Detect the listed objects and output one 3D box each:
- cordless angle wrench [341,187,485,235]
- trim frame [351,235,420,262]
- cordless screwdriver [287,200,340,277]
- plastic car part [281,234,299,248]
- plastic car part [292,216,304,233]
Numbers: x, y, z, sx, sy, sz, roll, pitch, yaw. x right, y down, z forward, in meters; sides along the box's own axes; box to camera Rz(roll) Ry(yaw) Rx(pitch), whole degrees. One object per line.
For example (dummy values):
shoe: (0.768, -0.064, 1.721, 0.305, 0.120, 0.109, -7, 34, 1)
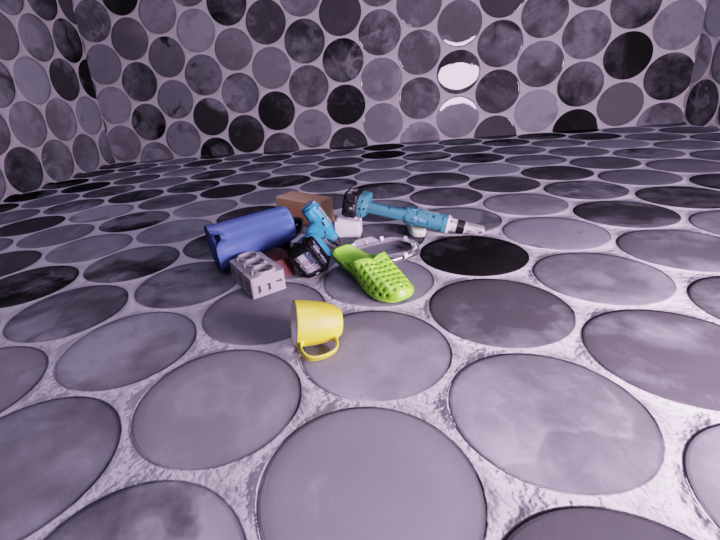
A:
cordless angle wrench: (0.156, -0.165, 1.275, 0.435, 0.073, 0.097, 15, 27, 14)
trim frame: (0.051, -0.057, 1.188, 0.243, 0.027, 0.193, -17, 26, -19)
cordless screwdriver: (-0.114, -0.074, 1.164, 0.076, 0.152, 0.254, -28, 29, 21)
plastic car part: (-0.276, -0.114, 1.345, 0.213, 0.065, 0.065, 9, 35, 35)
plastic car part: (-0.245, -0.154, 1.430, 0.117, 0.065, 0.071, -1, 9, 2)
